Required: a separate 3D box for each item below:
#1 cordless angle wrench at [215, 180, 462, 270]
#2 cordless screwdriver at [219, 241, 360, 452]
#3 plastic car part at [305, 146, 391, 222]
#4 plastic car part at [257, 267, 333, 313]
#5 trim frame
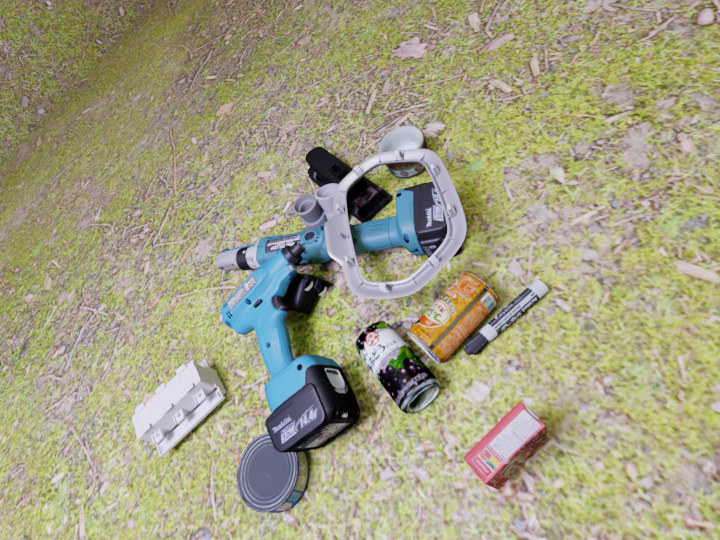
[{"bbox_3d":[-0.065,-0.043,0.668,0.438,0.070,0.100,-9,56,27],"label":"cordless angle wrench"},{"bbox_3d":[-0.087,0.088,0.548,0.160,0.070,0.262,-46,53,14],"label":"cordless screwdriver"},{"bbox_3d":[-0.039,-0.162,0.737,0.066,0.063,0.215,-48,47,2],"label":"plastic car part"},{"bbox_3d":[-0.113,0.037,0.651,0.122,0.062,0.071,4,76,34],"label":"plastic car part"},{"bbox_3d":[0.036,-0.074,0.565,0.188,0.026,0.258,-24,53,20],"label":"trim frame"}]
